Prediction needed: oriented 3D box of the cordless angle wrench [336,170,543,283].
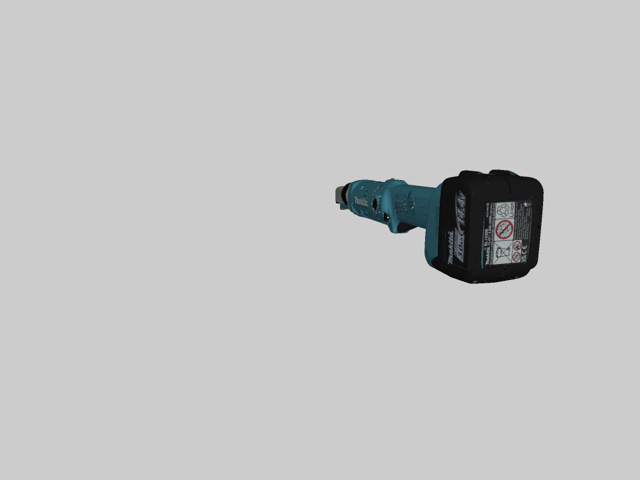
[{"bbox_3d":[0.095,-0.045,0.550,0.074,0.098,0.423,-4,12,-16],"label":"cordless angle wrench"}]
